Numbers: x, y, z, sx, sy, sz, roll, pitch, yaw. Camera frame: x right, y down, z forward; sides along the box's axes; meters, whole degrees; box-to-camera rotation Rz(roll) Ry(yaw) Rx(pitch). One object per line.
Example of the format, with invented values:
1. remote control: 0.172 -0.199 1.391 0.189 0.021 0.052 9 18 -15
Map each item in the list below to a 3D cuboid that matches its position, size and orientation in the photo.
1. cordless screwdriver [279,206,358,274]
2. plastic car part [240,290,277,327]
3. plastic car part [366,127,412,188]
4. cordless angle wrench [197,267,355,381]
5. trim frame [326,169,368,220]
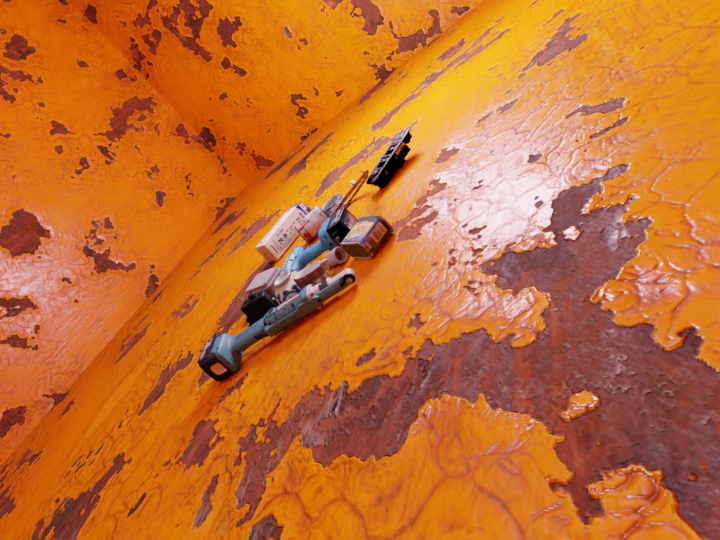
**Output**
1. cordless screwdriver: -0.110 -0.072 1.126 0.253 0.072 0.162 -35 24 28
2. plastic car part: -0.268 0.088 1.106 0.119 0.068 0.067 -32 25 31
3. plastic car part: 0.088 -0.314 1.220 0.202 0.064 0.069 -53 30 -13
4. cordless angle wrench: -0.185 0.111 0.942 0.429 0.072 0.100 -32 24 18
5. trim frame: -0.036 -0.210 1.196 0.184 0.027 0.249 -53 5 10
